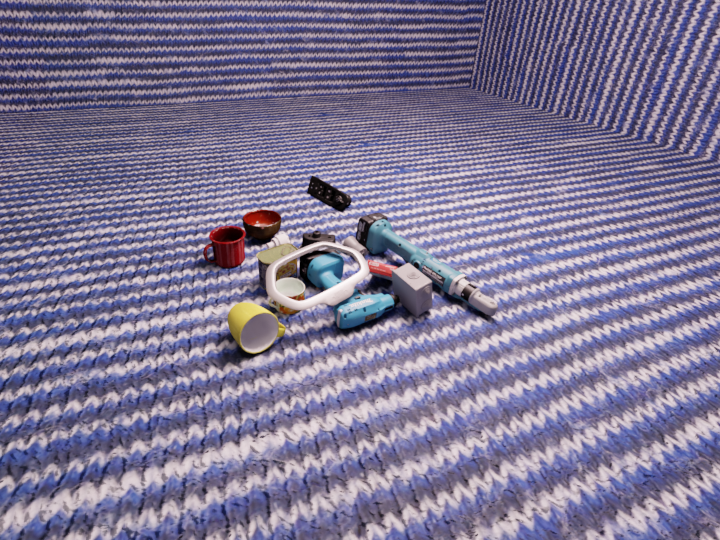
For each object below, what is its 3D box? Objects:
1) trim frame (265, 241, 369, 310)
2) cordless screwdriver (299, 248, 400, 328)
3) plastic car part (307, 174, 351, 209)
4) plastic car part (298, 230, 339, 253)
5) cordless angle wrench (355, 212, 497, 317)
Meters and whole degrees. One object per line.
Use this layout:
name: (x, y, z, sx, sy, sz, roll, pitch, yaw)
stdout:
trim frame: (-0.098, 0.008, 0.952, 0.242, 0.027, 0.195, -27, 48, -30)
cordless screwdriver: (-0.035, 0.028, 1.002, 0.154, 0.072, 0.263, -16, 41, -27)
plastic car part: (-0.102, -0.261, 1.456, 0.063, 0.066, 0.215, 9, 20, -44)
plastic car part: (-0.113, -0.074, 1.154, 0.117, 0.069, 0.067, 8, 32, 3)
cordless angle wrench: (0.157, -0.019, 1.068, 0.072, 0.096, 0.447, -19, 41, -37)
